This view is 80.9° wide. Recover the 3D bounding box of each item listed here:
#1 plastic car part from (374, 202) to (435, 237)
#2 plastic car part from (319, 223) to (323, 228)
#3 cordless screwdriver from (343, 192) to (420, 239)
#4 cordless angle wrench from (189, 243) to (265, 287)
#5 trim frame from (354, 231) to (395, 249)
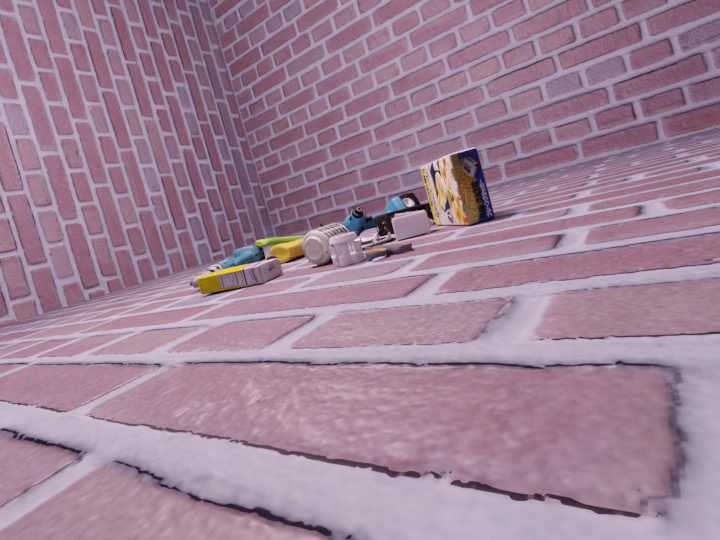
[{"bbox_3d":[0.144,-0.138,1.173,0.205,0.068,0.065,-16,-19,7],"label":"plastic car part"},{"bbox_3d":[-0.121,-0.079,1.234,0.070,0.067,0.115,-30,-11,-10],"label":"plastic car part"},{"bbox_3d":[0.065,-0.164,1.239,0.243,0.077,0.157,-20,-20,-20],"label":"cordless screwdriver"},{"bbox_3d":[-0.409,-0.013,1.324,0.099,0.073,0.421,-15,11,10],"label":"cordless angle wrench"},{"bbox_3d":[-0.029,-0.064,1.096,0.258,0.027,0.178,-12,8,34],"label":"trim frame"}]
